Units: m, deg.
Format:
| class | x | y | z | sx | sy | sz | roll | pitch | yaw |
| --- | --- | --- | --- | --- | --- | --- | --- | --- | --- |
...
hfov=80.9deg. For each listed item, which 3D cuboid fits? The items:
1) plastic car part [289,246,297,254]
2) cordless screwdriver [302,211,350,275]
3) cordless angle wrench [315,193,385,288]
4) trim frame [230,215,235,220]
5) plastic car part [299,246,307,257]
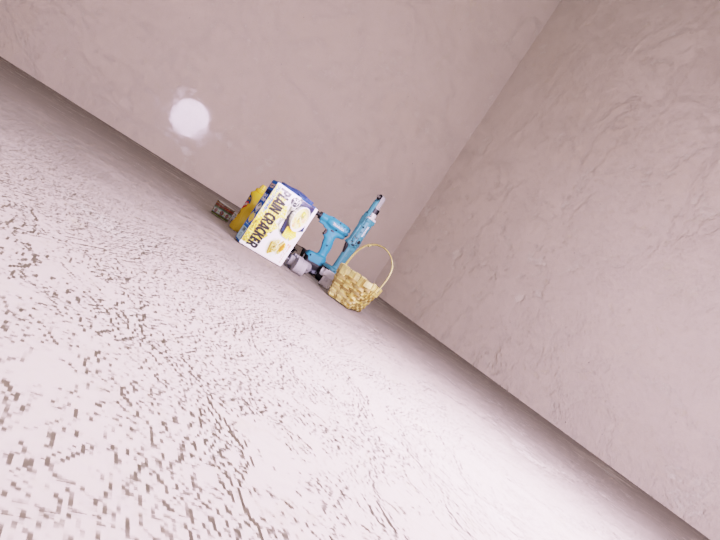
| class | x | y | z | sx | sy | sz | roll | pitch | yaw |
| --- | --- | --- | --- | --- | --- | --- | --- | --- | --- |
| plastic car part | -0.316 | -0.099 | 1.742 | 0.069 | 0.067 | 0.196 | 34 | 1 | 16 |
| cordless screwdriver | -0.169 | -0.110 | 1.728 | 0.156 | 0.249 | 0.076 | 33 | 1 | -10 |
| cordless angle wrench | -0.025 | -0.119 | 1.684 | 0.092 | 0.423 | 0.079 | 33 | 1 | -42 |
| trim frame | -0.439 | -0.156 | 1.687 | 0.174 | 0.027 | 0.263 | 33 | 1 | -45 |
| plastic car part | -0.232 | -0.047 | 1.862 | 0.112 | 0.071 | 0.069 | 33 | 1 | -23 |
